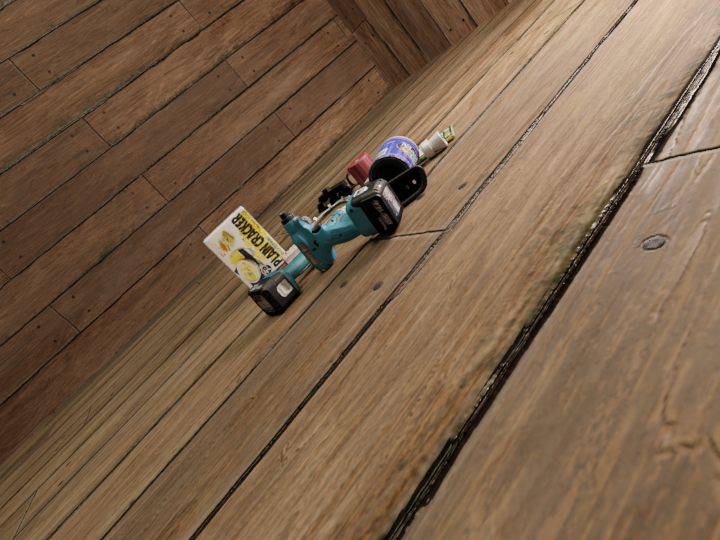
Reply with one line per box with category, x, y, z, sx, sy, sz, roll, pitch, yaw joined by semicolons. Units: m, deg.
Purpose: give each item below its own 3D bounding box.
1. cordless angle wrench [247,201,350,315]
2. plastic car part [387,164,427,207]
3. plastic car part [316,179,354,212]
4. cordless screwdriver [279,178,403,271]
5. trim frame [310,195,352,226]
cordless angle wrench;-0.102;-0.066;1.040;0.101;0.072;0.420;-17;29;54
plastic car part;0.093;-0.176;0.917;0.118;0.066;0.070;-34;3;14
plastic car part;-0.092;-0.266;1.467;0.211;0.065;0.065;-12;26;52
cordless screwdriver;-0.047;-0.106;0.880;0.255;0.155;0.074;-28;20;33
trim frame;-0.097;-0.172;1.319;0.183;0.027;0.257;-45;21;-6
